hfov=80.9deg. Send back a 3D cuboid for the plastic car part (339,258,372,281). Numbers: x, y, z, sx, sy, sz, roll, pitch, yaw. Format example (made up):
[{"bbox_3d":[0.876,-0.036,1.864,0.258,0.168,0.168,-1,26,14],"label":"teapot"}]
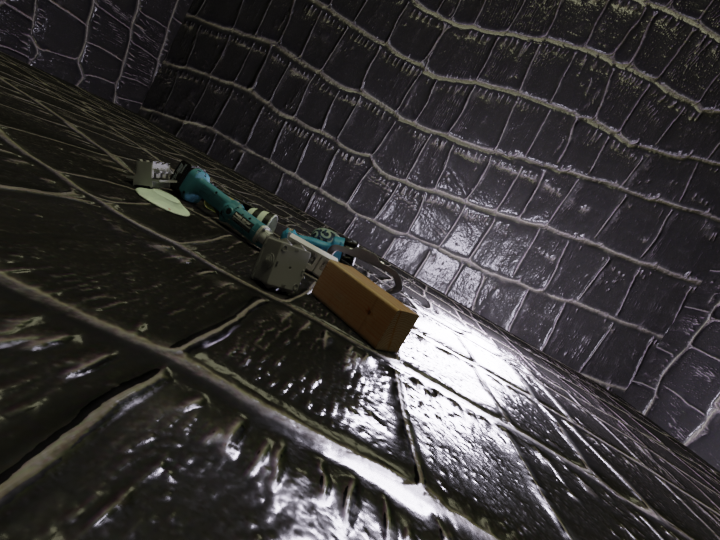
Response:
[{"bbox_3d":[-0.030,0.025,1.244,0.115,0.066,0.072,33,-8,-6],"label":"plastic car part"}]

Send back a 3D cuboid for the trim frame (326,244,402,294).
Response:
[{"bbox_3d":[0.009,-0.001,1.244,0.257,0.027,0.179,26,-31,16],"label":"trim frame"}]

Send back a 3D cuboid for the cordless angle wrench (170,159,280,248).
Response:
[{"bbox_3d":[-0.333,-0.148,1.104,0.440,0.098,0.071,36,5,21],"label":"cordless angle wrench"}]

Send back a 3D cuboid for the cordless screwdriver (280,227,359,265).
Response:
[{"bbox_3d":[-0.134,-0.088,1.370,0.247,0.074,0.161,13,9,-5],"label":"cordless screwdriver"}]

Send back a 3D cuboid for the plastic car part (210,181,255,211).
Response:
[{"bbox_3d":[-0.428,-0.227,1.329,0.197,0.067,0.068,31,13,-17],"label":"plastic car part"}]
